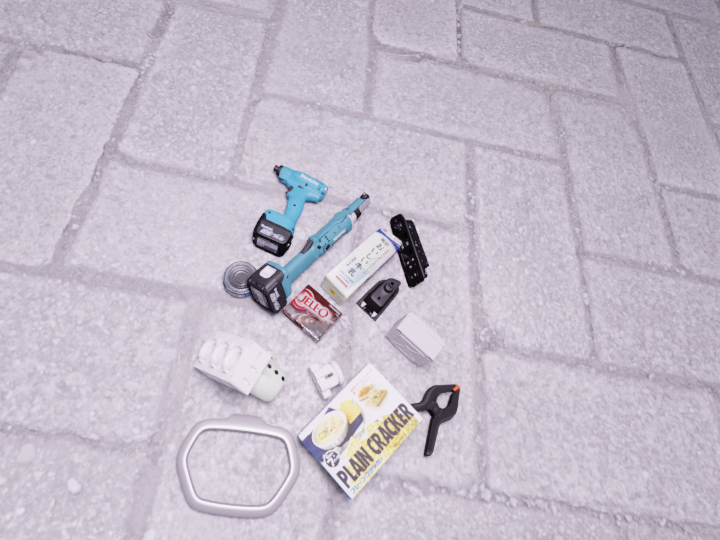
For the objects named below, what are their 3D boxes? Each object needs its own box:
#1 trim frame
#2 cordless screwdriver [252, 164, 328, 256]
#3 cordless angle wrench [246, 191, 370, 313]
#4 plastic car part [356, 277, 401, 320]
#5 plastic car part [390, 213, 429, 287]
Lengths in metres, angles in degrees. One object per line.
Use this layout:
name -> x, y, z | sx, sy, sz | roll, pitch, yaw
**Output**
trim frame -> -0.246, 0.390, 0.857 | 0.246, 0.027, 0.188 | 7, 65, -5
cordless screwdriver -> -0.204, -0.168, 1.102 | 0.160, 0.074, 0.249 | 27, 59, 2
cordless angle wrench -> -0.104, -0.068, 1.066 | 0.078, 0.094, 0.418 | 24, 55, 30
plastic car part -> 0.056, 0.057, 1.044 | 0.067, 0.070, 0.115 | 43, 68, 6
plastic car part -> 0.135, -0.061, 1.119 | 0.065, 0.066, 0.209 | -8, 67, -27
